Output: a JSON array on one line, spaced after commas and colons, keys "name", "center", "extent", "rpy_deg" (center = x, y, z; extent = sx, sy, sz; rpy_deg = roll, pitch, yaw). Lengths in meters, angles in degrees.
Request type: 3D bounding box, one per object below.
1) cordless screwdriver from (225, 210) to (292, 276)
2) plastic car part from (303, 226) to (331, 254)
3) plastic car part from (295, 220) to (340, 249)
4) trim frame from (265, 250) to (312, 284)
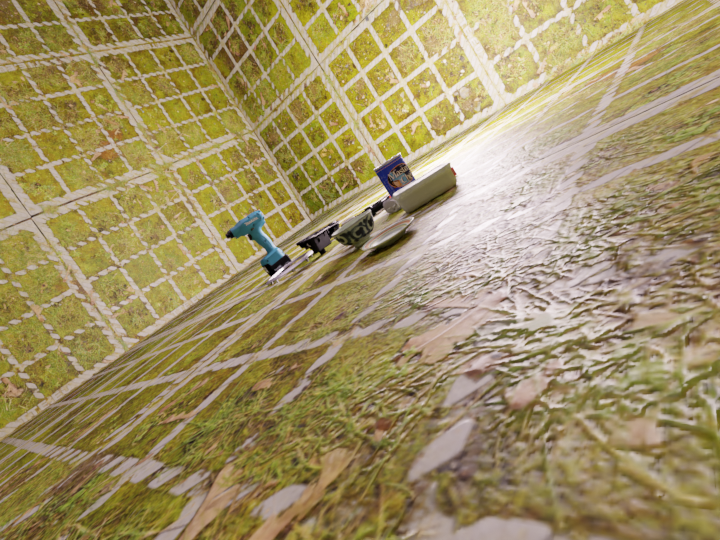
[{"name": "cordless screwdriver", "center": [-0.378, -0.084, 1.576], "extent": [0.157, 0.246, 0.076], "rpy_deg": [-36, 7, -22]}, {"name": "plastic car part", "center": [-0.135, -0.088, 1.383], "extent": [0.068, 0.070, 0.115], "rpy_deg": [-28, 11, 31]}, {"name": "plastic car part", "center": [-0.140, -0.126, 1.562], "extent": [0.199, 0.066, 0.068], "rpy_deg": [-40, 11, -34]}, {"name": "trim frame", "center": [-0.240, -0.008, 1.440], "extent": [0.186, 0.027, 0.250], "rpy_deg": [-31, 12, 11]}]
